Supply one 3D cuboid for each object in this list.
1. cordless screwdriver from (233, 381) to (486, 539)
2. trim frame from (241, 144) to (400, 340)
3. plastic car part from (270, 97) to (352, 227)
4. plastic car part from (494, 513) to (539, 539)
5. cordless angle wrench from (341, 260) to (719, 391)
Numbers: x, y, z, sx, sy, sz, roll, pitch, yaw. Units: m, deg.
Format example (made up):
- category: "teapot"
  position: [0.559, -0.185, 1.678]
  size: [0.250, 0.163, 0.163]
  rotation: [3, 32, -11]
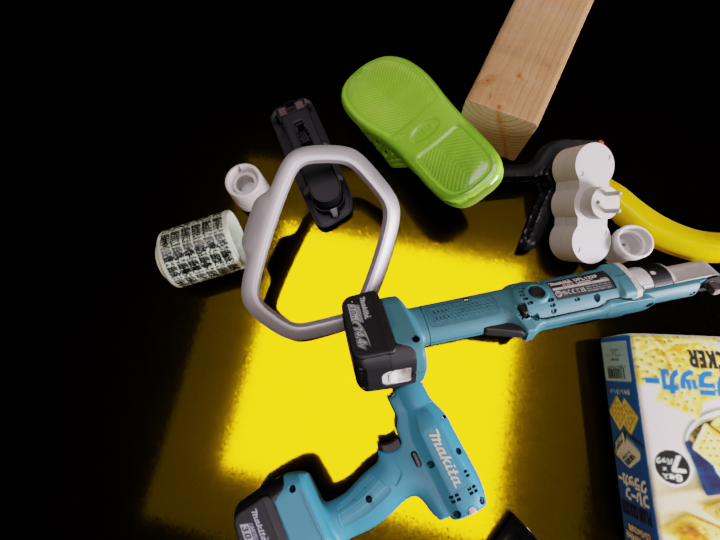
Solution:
- category: "cordless screwdriver"
  position: [-0.012, 0.221, 0.460]
  size: [0.247, 0.072, 0.166]
  rotation: [-24, 64, -5]
- category: "trim frame"
  position: [-0.051, -0.034, 0.524]
  size: [0.181, 0.028, 0.248]
  rotation: [17, 92, -10]
- category: "plastic car part"
  position: [-0.066, -0.159, 0.583]
  size: [0.066, 0.066, 0.208]
  rotation: [-20, 76, -8]
- category: "plastic car part"
  position: [0.158, 0.325, 0.419]
  size: [0.071, 0.066, 0.116]
  rotation: [37, 84, -2]
- category: "cordless angle wrench"
  position: [0.193, 0.043, 0.481]
  size: [0.422, 0.071, 0.102]
  rotation: [-12, 47, -1]
